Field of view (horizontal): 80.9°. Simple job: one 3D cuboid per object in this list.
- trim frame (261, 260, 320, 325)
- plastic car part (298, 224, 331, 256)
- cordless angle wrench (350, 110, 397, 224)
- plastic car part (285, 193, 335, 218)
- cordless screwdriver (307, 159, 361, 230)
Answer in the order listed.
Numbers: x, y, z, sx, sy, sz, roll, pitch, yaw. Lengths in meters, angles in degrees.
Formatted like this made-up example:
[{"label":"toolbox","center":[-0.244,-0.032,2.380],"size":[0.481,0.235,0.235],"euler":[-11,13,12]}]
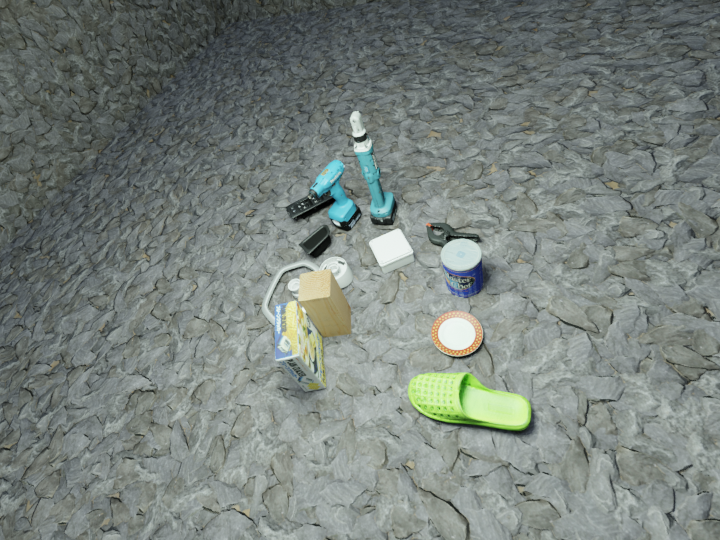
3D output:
[{"label":"trim frame","center":[-0.219,0.071,1.366],"size":[0.192,0.026,0.251],"euler":[6,56,25]},{"label":"plastic car part","center":[-0.140,-0.092,1.434],"size":[0.116,0.067,0.070],"euler":[-41,51,-12]},{"label":"cordless angle wrench","center":[0.034,-0.306,1.308],"size":[0.077,0.402,0.099],"euler":[4,55,22]},{"label":"plastic car part","center":[-0.172,-0.245,1.568],"size":[0.202,0.064,0.070],"euler":[-31,49,-3]},{"label":"cordless screwdriver","center":[-0.088,-0.228,1.407],"size":[0.078,0.236,0.158],"euler":[24,65,33]}]
